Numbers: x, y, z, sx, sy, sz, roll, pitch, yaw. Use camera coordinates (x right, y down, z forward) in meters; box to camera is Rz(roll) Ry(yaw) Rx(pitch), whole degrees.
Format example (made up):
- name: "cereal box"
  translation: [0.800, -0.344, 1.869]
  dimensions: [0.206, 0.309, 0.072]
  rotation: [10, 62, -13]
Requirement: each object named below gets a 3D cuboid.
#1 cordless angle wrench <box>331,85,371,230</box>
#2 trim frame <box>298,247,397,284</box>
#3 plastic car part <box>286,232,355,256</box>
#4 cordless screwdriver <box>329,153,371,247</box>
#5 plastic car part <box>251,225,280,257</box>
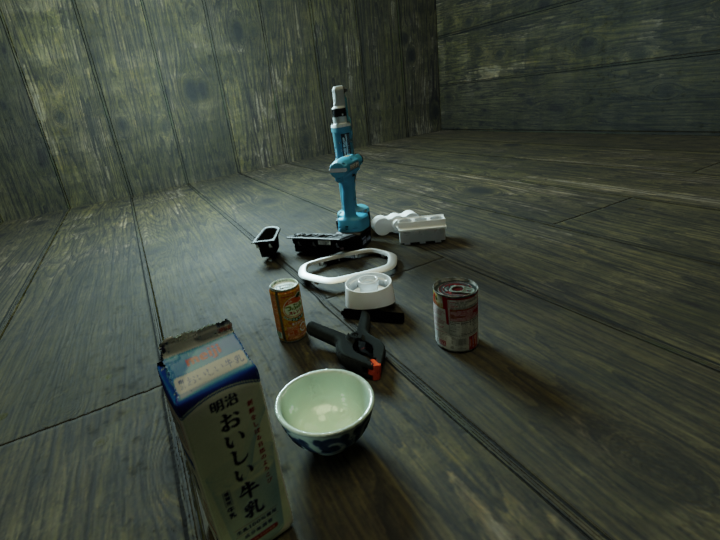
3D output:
- name: "cordless angle wrench"
  translation: [-0.042, -0.312, 1.226]
  dimensions: [0.096, 0.412, 0.078]
  rotation: [-14, 21, -19]
- name: "trim frame"
  translation: [-0.029, -0.011, 1.017]
  dimensions: [0.243, 0.027, 0.193]
  rotation: [-16, 24, -17]
- name: "plastic car part"
  translation: [-0.111, -0.073, 1.139]
  dimensions: [0.214, 0.065, 0.064]
  rotation: [10, 27, 36]
- name: "cordless screwdriver"
  translation: [-0.019, -0.194, 1.161]
  dimensions: [0.077, 0.242, 0.157]
  rotation: [2, 23, 23]
- name: "plastic car part"
  translation: [-0.254, -0.075, 1.187]
  dimensions: [0.067, 0.069, 0.118]
  rotation: [-5, 23, 7]
